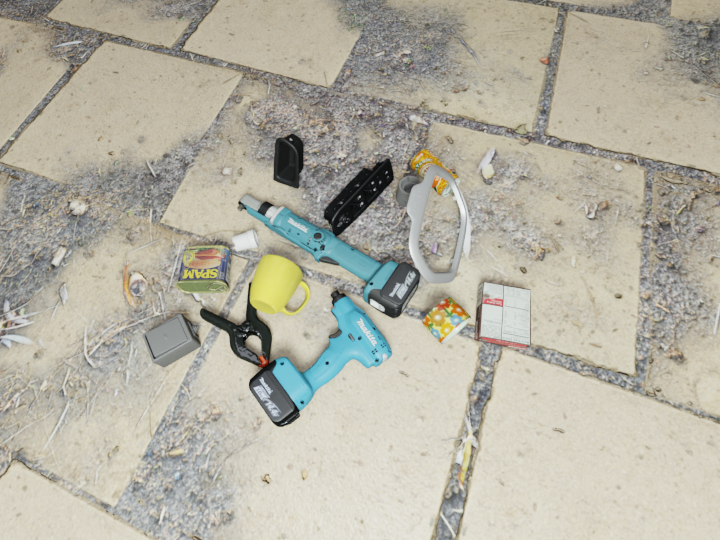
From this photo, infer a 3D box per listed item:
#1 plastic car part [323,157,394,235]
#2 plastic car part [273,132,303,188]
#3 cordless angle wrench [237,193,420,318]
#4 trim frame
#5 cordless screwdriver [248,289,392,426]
[{"bbox_3d":[-0.010,-0.164,0.915,0.070,0.063,0.202,29,69,25],"label":"plastic car part"},{"bbox_3d":[-0.153,-0.255,0.951,0.067,0.114,0.071,21,43,10],"label":"plastic car part"},{"bbox_3d":[-0.085,-0.055,0.865,0.439,0.072,0.097,31,69,20],"label":"cordless angle wrench"},{"bbox_3d":[0.152,-0.090,0.822,0.029,0.174,0.251,-7,55,44],"label":"trim frame"},{"bbox_3d":[-0.084,0.152,0.761,0.245,0.072,0.166,-32,66,-15],"label":"cordless screwdriver"}]
